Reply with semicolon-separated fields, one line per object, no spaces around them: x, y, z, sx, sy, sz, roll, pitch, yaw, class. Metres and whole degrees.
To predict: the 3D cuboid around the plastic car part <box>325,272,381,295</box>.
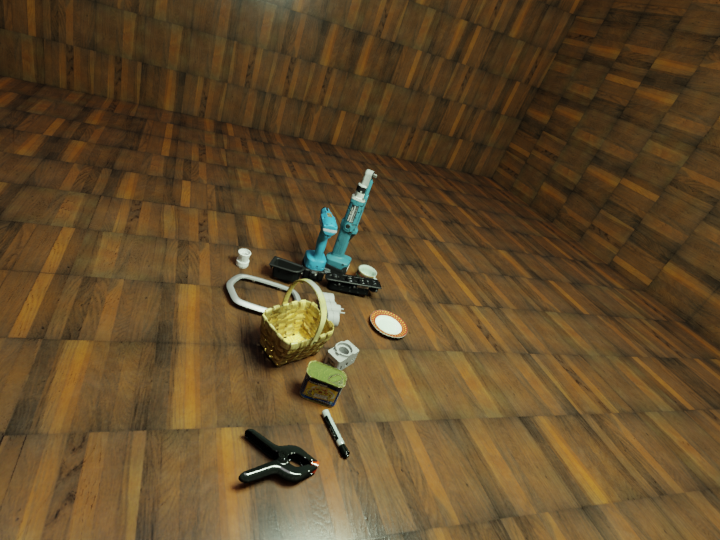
-0.033;0.049;1.503;0.200;0.066;0.068;14;30;-9;plastic car part

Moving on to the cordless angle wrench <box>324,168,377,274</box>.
-0.037;-0.163;1.498;0.099;0.418;0.074;25;29;5;cordless angle wrench

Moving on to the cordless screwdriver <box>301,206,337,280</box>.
-0.147;-0.096;1.500;0.072;0.246;0.165;11;31;-18;cordless screwdriver

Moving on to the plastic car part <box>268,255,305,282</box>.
-0.256;0.006;1.448;0.117;0.070;0.066;21;29;3;plastic car part

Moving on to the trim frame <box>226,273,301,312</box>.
-0.306;0.077;1.346;0.246;0.027;0.188;15;30;-6;trim frame
